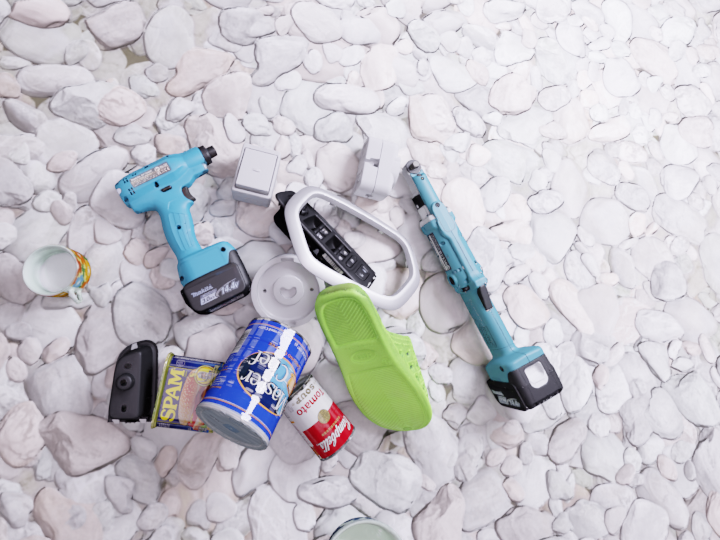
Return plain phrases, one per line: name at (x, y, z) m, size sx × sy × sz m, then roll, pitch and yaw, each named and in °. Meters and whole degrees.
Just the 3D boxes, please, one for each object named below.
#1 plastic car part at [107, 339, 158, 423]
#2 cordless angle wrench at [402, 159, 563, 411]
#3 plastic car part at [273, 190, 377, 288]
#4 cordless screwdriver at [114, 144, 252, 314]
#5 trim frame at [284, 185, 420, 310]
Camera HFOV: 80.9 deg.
plastic car part at (-0.321, 0.159, 0.590) m, size 0.065 × 0.072 × 0.117 m, roll 3°, pitch 84°, yaw -12°
cordless angle wrench at (0.172, 0.008, 0.688) m, size 0.073 × 0.098 × 0.430 m, roll -24°, pitch 81°, yaw -14°
plastic car part at (-0.065, -0.043, 0.669) m, size 0.202 × 0.068 × 0.065 m, roll 50°, pitch 39°, yaw -1°
cordless screwdriver at (-0.242, -0.067, 0.641) m, size 0.157 × 0.074 × 0.252 m, roll -31°, pitch 83°, yaw -13°
trim frame at (-0.008, -0.038, 0.648) m, size 0.241 × 0.028 × 0.188 m, roll 25°, pitch 49°, yaw -17°
